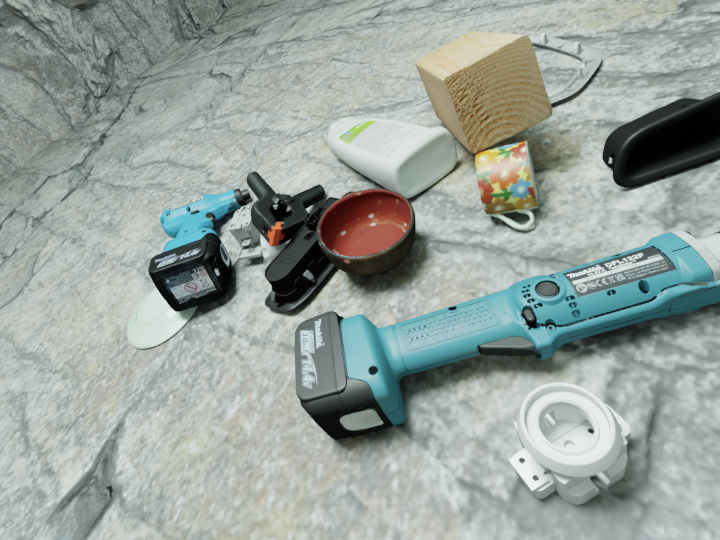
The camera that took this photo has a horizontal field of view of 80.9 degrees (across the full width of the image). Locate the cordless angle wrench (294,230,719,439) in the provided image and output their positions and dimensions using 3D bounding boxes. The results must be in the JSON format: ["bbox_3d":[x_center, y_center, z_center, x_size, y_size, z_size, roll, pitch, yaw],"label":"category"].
[{"bbox_3d":[0.153,0.033,0.344,0.429,0.070,0.101,-19,42,11],"label":"cordless angle wrench"}]

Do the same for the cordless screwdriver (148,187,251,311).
[{"bbox_3d":[-0.238,-0.054,0.658,0.158,0.071,0.261,-23,35,-5],"label":"cordless screwdriver"}]

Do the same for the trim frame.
[{"bbox_3d":[0.236,-0.308,0.651,0.185,0.026,0.261,-30,43,4],"label":"trim frame"}]

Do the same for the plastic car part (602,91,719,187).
[{"bbox_3d":[0.302,-0.137,0.427,0.119,0.063,0.072,-20,27,17],"label":"plastic car part"}]

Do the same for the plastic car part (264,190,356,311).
[{"bbox_3d":[-0.053,-0.035,0.541,0.070,0.063,0.202,21,65,35],"label":"plastic car part"}]
